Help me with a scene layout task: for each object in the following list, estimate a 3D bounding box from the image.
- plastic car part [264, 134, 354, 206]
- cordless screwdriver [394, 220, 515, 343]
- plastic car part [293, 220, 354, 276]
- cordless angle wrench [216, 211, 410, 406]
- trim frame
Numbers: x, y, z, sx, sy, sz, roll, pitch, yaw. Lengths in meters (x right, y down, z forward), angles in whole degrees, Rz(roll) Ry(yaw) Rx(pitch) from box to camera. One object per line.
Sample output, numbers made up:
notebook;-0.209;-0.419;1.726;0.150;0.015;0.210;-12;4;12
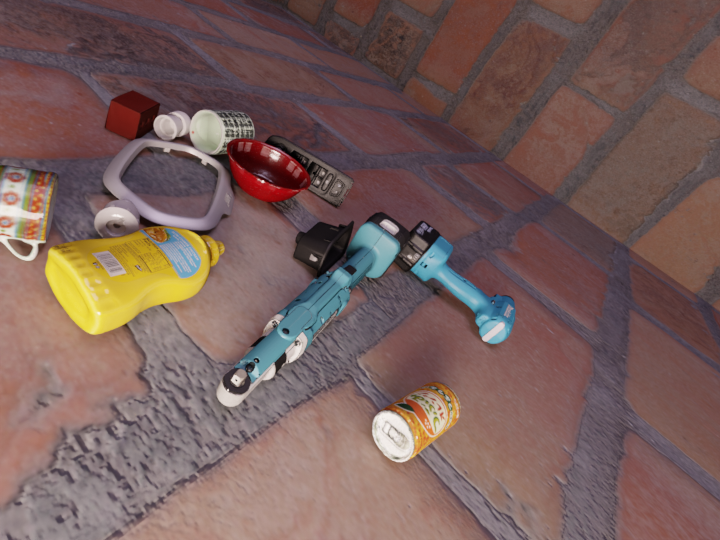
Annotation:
plastic car part;-0.112;-0.214;0.878;0.202;0.066;0.067;31;20;-2
cordless screwdriver;0.185;0.013;0.797;0.255;0.074;0.155;43;31;13
plastic car part;-0.066;-0.043;0.677;0.073;0.065;0.115;24;31;15
cordless angle wrench;-0.043;0.032;0.559;0.075;0.098;0.416;37;35;6
trim frame;-0.281;-0.137;0.649;0.178;0.027;0.258;18;31;-20
